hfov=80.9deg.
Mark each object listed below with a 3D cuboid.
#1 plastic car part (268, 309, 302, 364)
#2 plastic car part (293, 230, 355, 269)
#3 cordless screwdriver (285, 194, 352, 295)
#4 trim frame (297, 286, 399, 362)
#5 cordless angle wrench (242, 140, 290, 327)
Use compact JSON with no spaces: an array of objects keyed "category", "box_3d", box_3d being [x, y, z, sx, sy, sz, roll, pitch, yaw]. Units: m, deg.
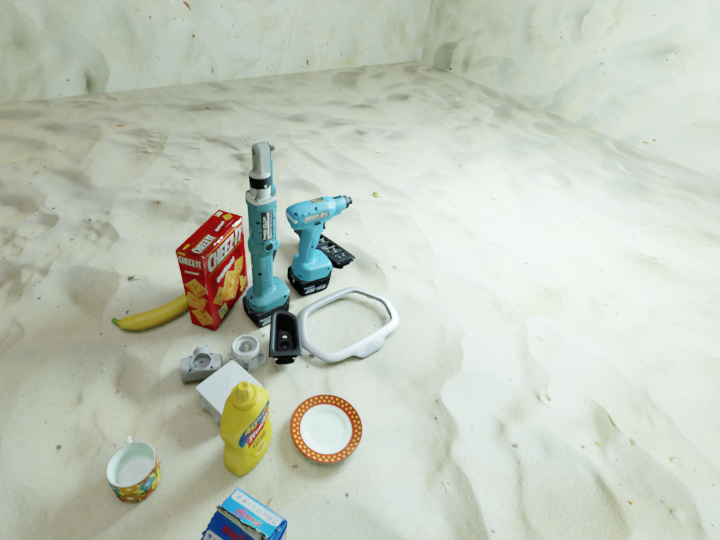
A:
[{"category":"plastic car part","box_3d":[-0.157,0.147,0.878,0.065,0.069,0.121,-2,40,-9]},{"category":"plastic car part","box_3d":[-0.104,-0.057,1.132,0.064,0.065,0.214,-25,47,-32]},{"category":"cordless screwdriver","box_3d":[-0.098,-0.064,1.003,0.155,0.242,0.078,-18,45,-28]},{"category":"trim frame","box_3d":[-0.029,0.117,0.956,0.242,0.027,0.195,-24,47,-29]},{"category":"cordless angle wrench","box_3d":[-0.197,-0.060,0.858,0.095,0.412,0.078,-22,47,-32]}]
